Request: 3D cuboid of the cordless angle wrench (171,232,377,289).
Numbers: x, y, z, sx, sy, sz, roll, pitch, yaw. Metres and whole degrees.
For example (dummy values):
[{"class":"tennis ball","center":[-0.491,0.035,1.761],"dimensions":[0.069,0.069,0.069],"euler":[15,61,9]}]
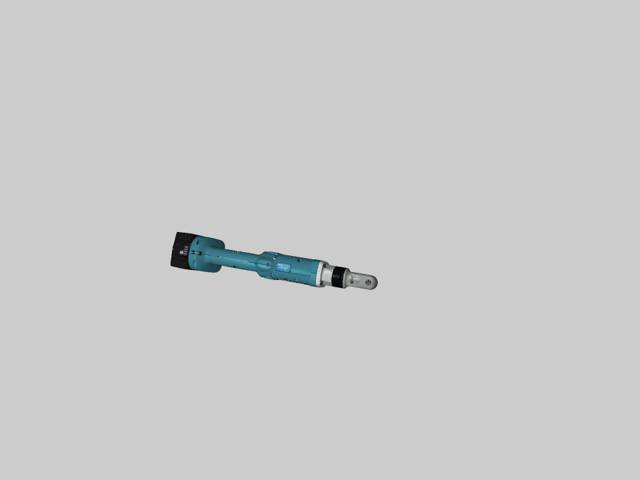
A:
[{"class":"cordless angle wrench","center":[-0.096,0.051,0.845],"dimensions":[0.423,0.074,0.098],"euler":[8,-5,18]}]
